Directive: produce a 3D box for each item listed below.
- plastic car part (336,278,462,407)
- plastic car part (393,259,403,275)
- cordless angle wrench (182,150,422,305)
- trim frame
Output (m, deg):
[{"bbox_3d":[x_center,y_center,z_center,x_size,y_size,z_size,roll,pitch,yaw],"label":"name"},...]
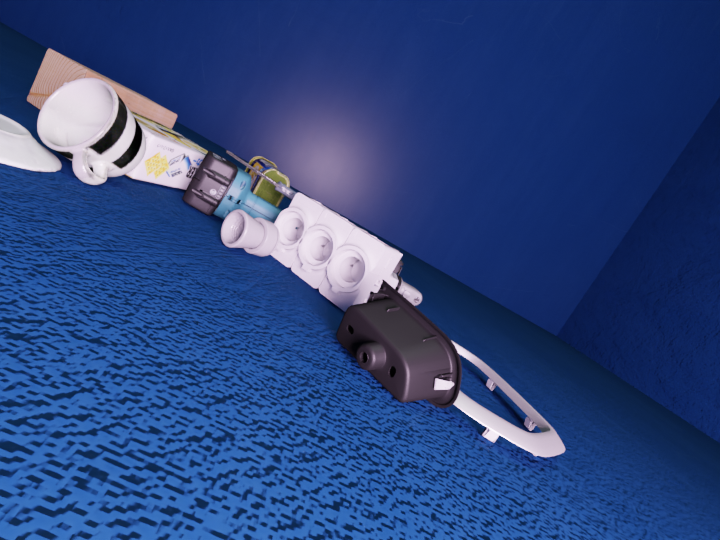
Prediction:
[{"bbox_3d":[0.023,0.065,0.361,0.067,0.065,0.123,4,27,-39],"label":"plastic car part"},{"bbox_3d":[-0.027,-0.036,0.771,0.200,0.066,0.068,29,-2,-7],"label":"plastic car part"},{"bbox_3d":[-0.065,-0.042,0.662,0.407,0.074,0.102,29,8,-20],"label":"cordless angle wrench"},{"bbox_3d":[0.106,0.111,0.459,0.178,0.027,0.257,28,10,-19],"label":"trim frame"}]
